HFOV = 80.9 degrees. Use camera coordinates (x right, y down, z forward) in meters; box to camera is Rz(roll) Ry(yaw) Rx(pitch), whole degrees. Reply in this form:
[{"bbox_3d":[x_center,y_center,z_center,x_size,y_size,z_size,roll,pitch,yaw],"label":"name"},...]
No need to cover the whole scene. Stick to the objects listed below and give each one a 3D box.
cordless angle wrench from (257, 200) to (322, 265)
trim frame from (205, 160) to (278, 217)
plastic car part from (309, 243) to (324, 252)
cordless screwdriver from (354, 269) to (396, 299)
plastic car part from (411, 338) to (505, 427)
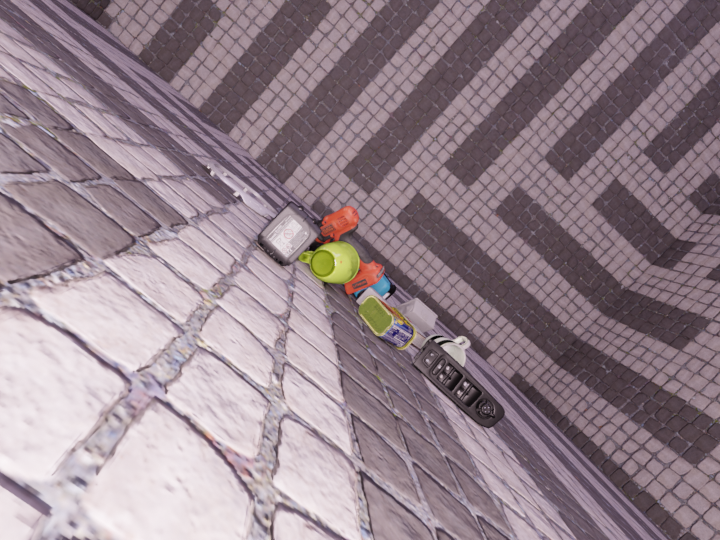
[{"bbox_3d":[-0.148,-0.092,0.891,0.073,0.098,0.431,44,1,-13],"label":"cordless angle wrench"},{"bbox_3d":[-0.290,-0.195,1.057,0.234,0.027,0.195,40,4,-44],"label":"trim frame"},{"bbox_3d":[-0.107,-0.070,1.098,0.069,0.065,0.120,16,28,-16],"label":"plastic car part"},{"bbox_3d":[0.020,0.038,1.148,0.167,0.075,0.235,54,15,30],"label":"cordless screwdriver"},{"bbox_3d":[0.193,0.234,0.856,0.207,0.066,0.066,41,-21,10],"label":"plastic car part"}]
